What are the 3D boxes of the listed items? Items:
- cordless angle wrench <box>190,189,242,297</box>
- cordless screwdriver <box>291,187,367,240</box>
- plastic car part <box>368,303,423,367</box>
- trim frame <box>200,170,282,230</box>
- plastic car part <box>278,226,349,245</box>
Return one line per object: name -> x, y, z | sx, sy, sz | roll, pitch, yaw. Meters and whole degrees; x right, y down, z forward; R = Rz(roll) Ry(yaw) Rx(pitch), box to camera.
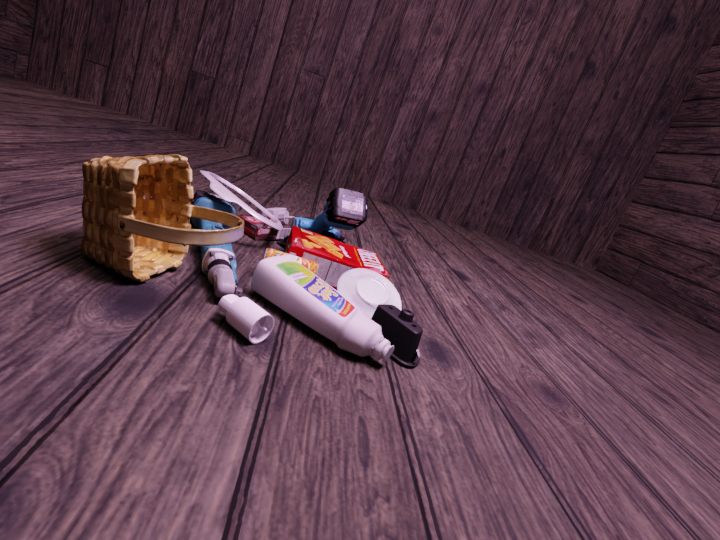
cordless angle wrench -> -0.278, -0.057, 0.811 | 0.094, 0.074, 0.444 | 13, 19, -27
cordless screwdriver -> -0.062, -0.127, 1.101 | 0.152, 0.075, 0.256 | 12, -17, -28
plastic car part -> 0.059, 0.093, 0.678 | 0.063, 0.070, 0.123 | 5, 18, -40
trim frame -> -0.279, -0.163, 0.996 | 0.258, 0.027, 0.177 | 40, 6, 20
plastic car part -> -0.104, -0.068, 1.063 | 0.194, 0.066, 0.070 | 7, 26, -28
